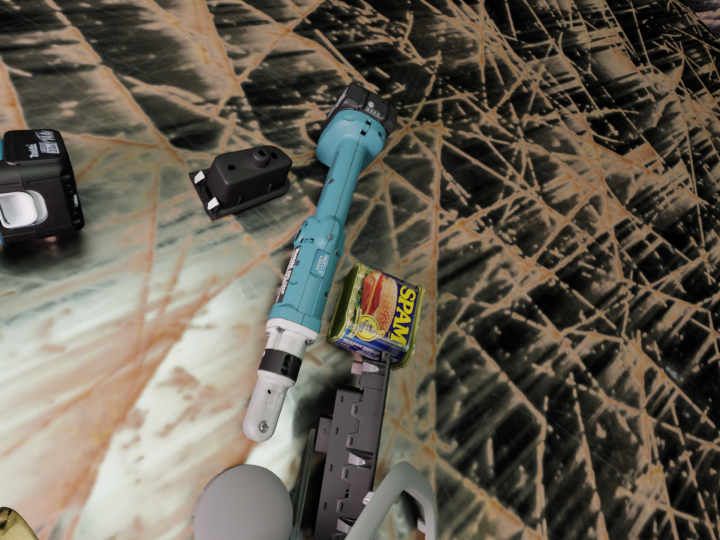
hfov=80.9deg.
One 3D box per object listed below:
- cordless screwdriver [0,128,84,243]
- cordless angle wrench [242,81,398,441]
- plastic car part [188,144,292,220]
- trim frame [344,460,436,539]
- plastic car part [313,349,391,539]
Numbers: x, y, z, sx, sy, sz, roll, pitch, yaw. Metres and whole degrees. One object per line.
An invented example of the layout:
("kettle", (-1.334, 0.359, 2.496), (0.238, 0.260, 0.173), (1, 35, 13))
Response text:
("cordless screwdriver", (-0.357, -0.047, 0.323), (0.241, 0.072, 0.168), (-13, 39, -27))
("cordless angle wrench", (-0.047, -0.031, 0.479), (0.072, 0.100, 0.428), (24, 63, -19))
("plastic car part", (-0.130, -0.115, 0.492), (0.113, 0.072, 0.067), (-26, 83, -28))
("trim frame", (0.008, 0.273, 0.335), (0.243, 0.029, 0.180), (-38, 120, -51))
("plastic car part", (-0.010, 0.176, 0.393), (0.067, 0.066, 0.205), (6, 78, -4))
